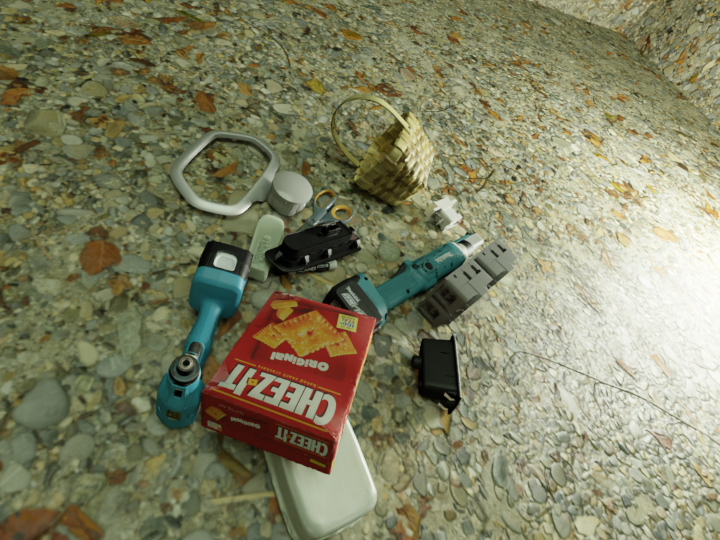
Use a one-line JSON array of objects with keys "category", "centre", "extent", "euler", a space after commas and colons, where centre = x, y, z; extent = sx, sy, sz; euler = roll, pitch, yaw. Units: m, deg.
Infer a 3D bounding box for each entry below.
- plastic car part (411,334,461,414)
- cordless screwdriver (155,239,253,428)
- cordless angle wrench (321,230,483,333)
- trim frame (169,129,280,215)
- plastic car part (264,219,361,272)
[{"category": "plastic car part", "centre": [0.119, 0.160, 0.684], "extent": [0.071, 0.064, 0.120], "euler": [6, 48, -2]}, {"category": "cordless screwdriver", "centre": [-0.205, 0.064, 0.561], "extent": [0.073, 0.158, 0.255], "euler": [17, 48, -14]}, {"category": "cordless angle wrench", "centre": [0.112, 0.006, 0.792], "extent": [0.410, 0.074, 0.101], "euler": [-26, 69, -38]}, {"category": "trim frame", "centre": [-0.258, -0.198, 0.832], "extent": [0.184, 0.027, 0.251], "euler": [24, 47, -1]}, {"category": "plastic car part", "centre": [-0.073, -0.048, 0.744], "extent": [0.196, 0.067, 0.068], "euler": [-24, 68, -41]}]
